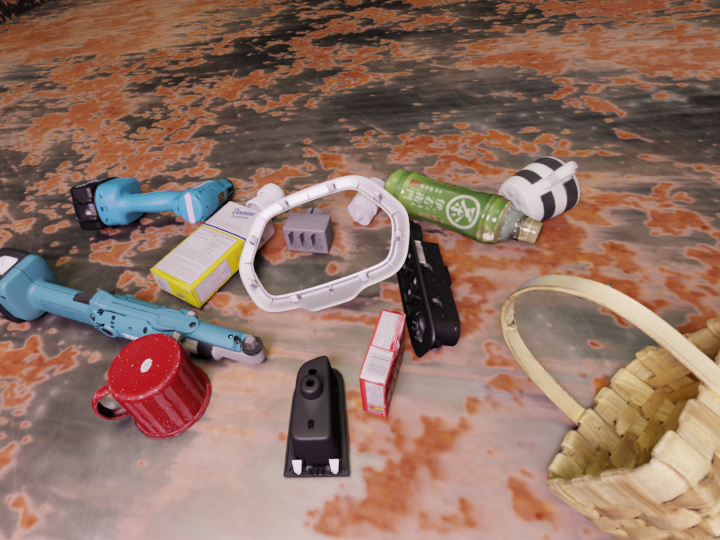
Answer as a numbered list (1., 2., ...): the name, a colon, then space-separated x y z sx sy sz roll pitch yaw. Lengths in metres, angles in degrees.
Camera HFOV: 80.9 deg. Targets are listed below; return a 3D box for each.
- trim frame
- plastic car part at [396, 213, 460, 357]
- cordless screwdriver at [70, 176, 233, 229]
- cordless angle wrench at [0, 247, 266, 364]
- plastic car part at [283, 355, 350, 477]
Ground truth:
1. trim frame: -0.057 -0.037 0.579 0.252 0.026 0.190 -17 67 10
2. plastic car part: 0.081 0.020 0.535 0.066 0.066 0.209 14 43 -14
3. cordless screwdriver: -0.352 -0.127 0.737 0.253 0.072 0.160 0 24 10
4. cordless angle wrench: -0.319 0.058 0.558 0.435 0.094 0.075 12 49 15
5. plastic car part: -0.047 0.139 0.433 0.066 0.068 0.120 -4 49 2
